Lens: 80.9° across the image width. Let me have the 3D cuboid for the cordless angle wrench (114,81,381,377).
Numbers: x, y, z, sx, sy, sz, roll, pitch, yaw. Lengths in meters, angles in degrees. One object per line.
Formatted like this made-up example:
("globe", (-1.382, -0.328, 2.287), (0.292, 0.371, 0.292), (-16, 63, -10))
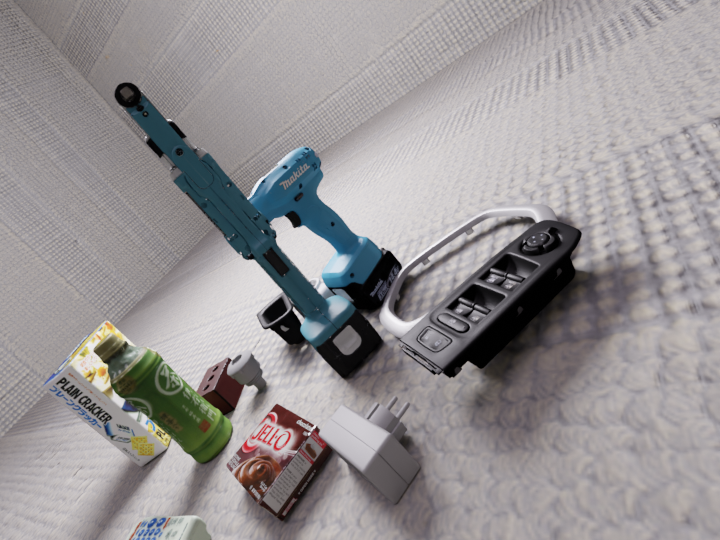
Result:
("cordless angle wrench", (-0.133, -0.044, 0.513), (0.074, 0.410, 0.101), (-42, 17, -10))

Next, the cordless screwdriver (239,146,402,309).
("cordless screwdriver", (-0.060, -0.039, 0.612), (0.158, 0.241, 0.077), (-49, 19, -26))

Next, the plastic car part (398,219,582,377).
("plastic car part", (0.137, 0.030, 0.401), (0.202, 0.065, 0.069), (-44, 20, -10))

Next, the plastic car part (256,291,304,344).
("plastic car part", (-0.122, 0.089, 0.698), (0.066, 0.069, 0.121), (-42, 21, -8))

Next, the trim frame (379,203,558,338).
("trim frame", (0.126, -0.003, 0.532), (0.251, 0.026, 0.189), (-35, 22, 13))
